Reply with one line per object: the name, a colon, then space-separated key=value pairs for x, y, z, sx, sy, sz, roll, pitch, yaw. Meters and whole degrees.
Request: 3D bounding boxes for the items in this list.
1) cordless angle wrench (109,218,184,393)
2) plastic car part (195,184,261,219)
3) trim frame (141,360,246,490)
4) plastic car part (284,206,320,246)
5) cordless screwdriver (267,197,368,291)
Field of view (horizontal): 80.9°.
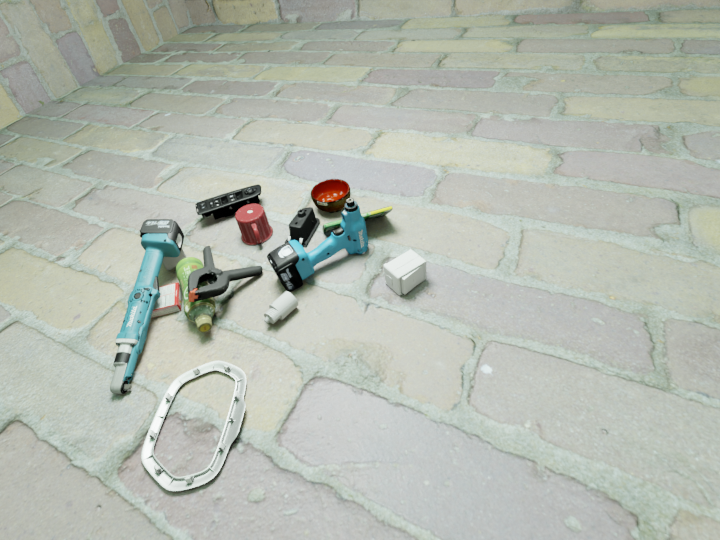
cordless angle wrench: x=-0.506 y=0.069 z=0.984 sx=0.098 sy=0.072 sz=0.435 roll=-1 pitch=57 yaw=0
plastic car part: x=-0.386 y=-0.199 z=1.268 sx=0.201 sy=0.064 sz=0.070 roll=-24 pitch=38 yaw=-6
trim frame: x=-0.307 y=0.278 z=0.797 sx=0.188 sy=0.026 sz=0.254 roll=-1 pitch=43 yaw=10
plastic car part: x=-0.158 y=-0.129 z=1.143 sx=0.068 sy=0.068 sz=0.117 roll=11 pitch=51 yaw=19
cordless screwdriver: x=-0.098 y=-0.064 z=1.003 sx=0.246 sy=0.152 sz=0.078 roll=-27 pitch=46 yaw=-13
